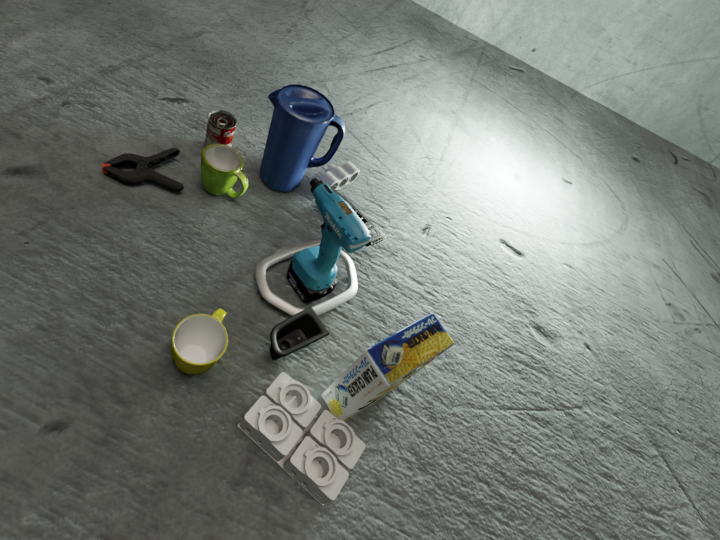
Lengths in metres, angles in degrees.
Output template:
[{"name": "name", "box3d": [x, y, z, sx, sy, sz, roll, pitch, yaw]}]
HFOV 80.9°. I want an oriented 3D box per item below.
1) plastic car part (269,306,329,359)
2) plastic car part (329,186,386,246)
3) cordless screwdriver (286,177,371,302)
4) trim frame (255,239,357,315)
[{"name": "plastic car part", "box3d": [-0.129, 0.129, 0.797, 0.113, 0.071, 0.068, -25, 69, -36]}, {"name": "plastic car part", "box3d": [-0.033, -0.129, 1.042, 0.064, 0.067, 0.209, -29, 69, -38]}, {"name": "cordless screwdriver", "box3d": [-0.082, -0.054, 0.842, 0.072, 0.248, 0.165, -20, 67, -36]}, {"name": "trim frame", "box3d": [-0.113, 0.011, 0.925, 0.241, 0.027, 0.191, -25, 67, -36]}]
